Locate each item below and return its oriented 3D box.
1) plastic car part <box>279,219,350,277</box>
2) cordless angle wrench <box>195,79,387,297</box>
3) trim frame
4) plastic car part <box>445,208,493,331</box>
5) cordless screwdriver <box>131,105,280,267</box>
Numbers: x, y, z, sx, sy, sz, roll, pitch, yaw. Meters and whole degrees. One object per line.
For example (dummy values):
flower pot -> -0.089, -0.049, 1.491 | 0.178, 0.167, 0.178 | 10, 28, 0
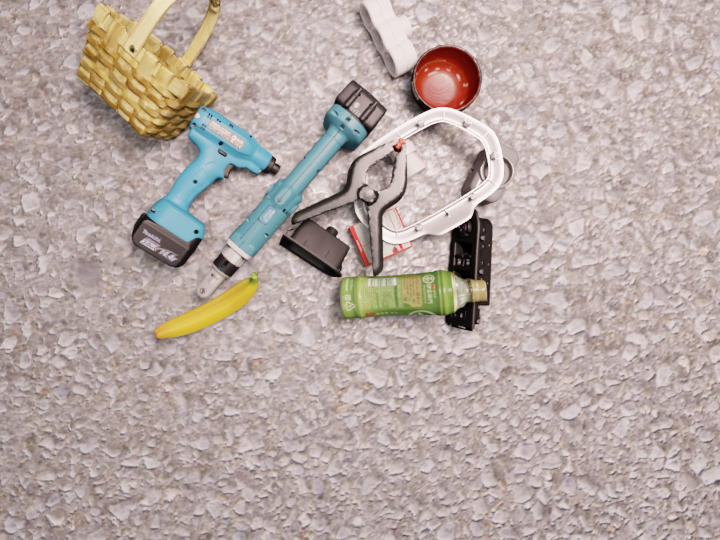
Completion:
plastic car part -> -0.069, -0.045, 0.706 | 0.116, 0.066, 0.071 | 31, 74, -4
cordless angle wrench -> -0.126, -0.117, 0.691 | 0.074, 0.099, 0.423 | 41, 92, -7
trim frame -> 0.104, -0.149, 0.676 | 0.250, 0.027, 0.184 | -29, 89, 7
plastic car part -> 0.187, -0.006, 0.701 | 0.065, 0.068, 0.203 | 0, 90, -17
cordless screwdriver -> -0.251, -0.121, 0.692 | 0.153, 0.077, 0.249 | 31, 88, -23
